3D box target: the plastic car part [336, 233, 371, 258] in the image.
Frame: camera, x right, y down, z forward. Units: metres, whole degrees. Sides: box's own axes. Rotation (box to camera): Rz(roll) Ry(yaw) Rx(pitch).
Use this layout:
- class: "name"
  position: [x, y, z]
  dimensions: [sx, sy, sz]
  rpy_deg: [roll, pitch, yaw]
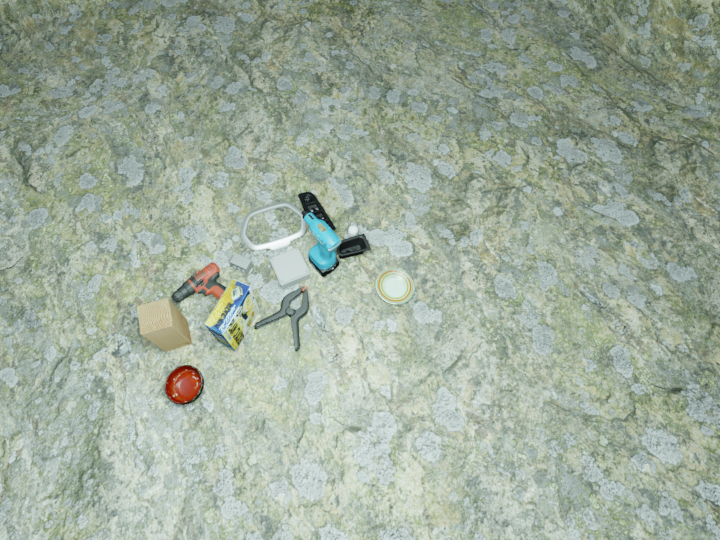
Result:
- class: "plastic car part"
  position: [-0.032, -0.074, 1.476]
  dimensions: [0.115, 0.069, 0.068]
  rpy_deg: [-17, 66, -9]

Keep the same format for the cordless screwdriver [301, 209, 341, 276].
- class: "cordless screwdriver"
  position: [-0.136, -0.089, 1.387]
  dimensions: [0.073, 0.243, 0.165]
  rpy_deg: [-36, 72, -19]

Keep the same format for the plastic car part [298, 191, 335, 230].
- class: "plastic car part"
  position: [-0.164, -0.205, 1.545]
  dimensions: [0.065, 0.065, 0.211]
  rpy_deg: [-24, 66, -14]

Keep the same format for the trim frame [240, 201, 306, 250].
- class: "trim frame"
  position: [-0.318, -0.160, 1.544]
  dimensions: [0.246, 0.027, 0.191]
  rpy_deg: [-19, 65, -9]
